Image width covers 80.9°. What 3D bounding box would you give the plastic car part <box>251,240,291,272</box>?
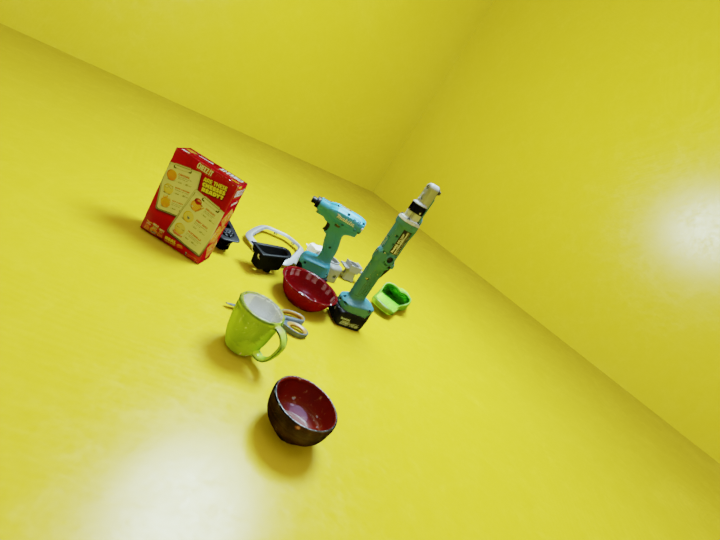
[{"bbox_3d":[-0.242,-0.028,1.120,0.110,0.071,0.070,13,26,-48],"label":"plastic car part"}]

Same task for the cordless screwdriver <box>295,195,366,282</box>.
[{"bbox_3d":[-0.114,-0.075,1.165,0.157,0.248,0.075,31,17,-7],"label":"cordless screwdriver"}]

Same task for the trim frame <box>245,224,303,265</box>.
[{"bbox_3d":[-0.259,-0.077,1.305,0.185,0.027,0.248,31,17,-1],"label":"trim frame"}]

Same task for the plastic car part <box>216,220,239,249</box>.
[{"bbox_3d":[-0.389,-0.122,1.135,0.063,0.067,0.214,14,24,-47],"label":"plastic car part"}]

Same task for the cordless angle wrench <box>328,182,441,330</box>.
[{"bbox_3d":[0.064,-0.036,1.064,0.093,0.422,0.078,24,19,-29],"label":"cordless angle wrench"}]
